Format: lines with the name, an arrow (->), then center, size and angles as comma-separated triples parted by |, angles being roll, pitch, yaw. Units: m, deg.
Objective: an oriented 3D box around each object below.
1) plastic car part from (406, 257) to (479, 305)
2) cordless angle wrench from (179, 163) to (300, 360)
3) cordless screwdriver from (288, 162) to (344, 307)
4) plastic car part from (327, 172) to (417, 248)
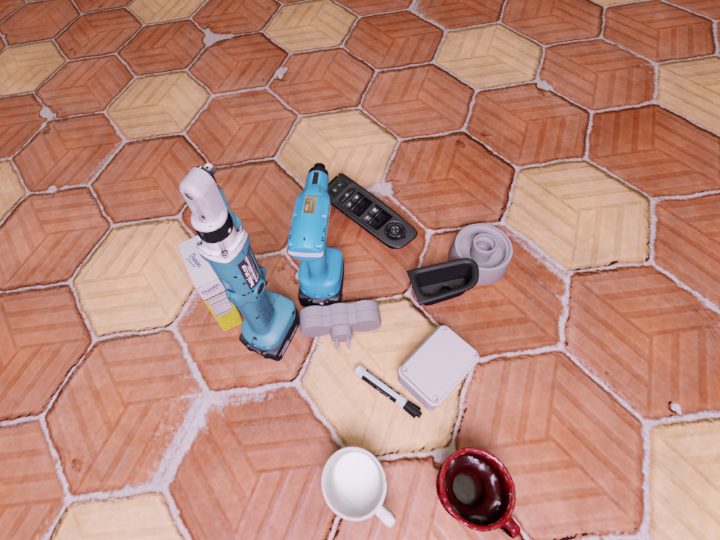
plastic car part -> 0.143, 0.027, 0.730 | 0.116, 0.068, 0.068 | -13, 61, -3
cordless angle wrench -> -0.156, 0.014, 0.571 | 0.076, 0.409, 0.098 | 21, 63, 12
cordless screwdriver -> -0.068, -0.044, 0.694 | 0.075, 0.241, 0.163 | 4, 61, 3
plastic car part -> 0.015, -0.104, 0.822 | 0.212, 0.065, 0.066 | 38, 69, 23
